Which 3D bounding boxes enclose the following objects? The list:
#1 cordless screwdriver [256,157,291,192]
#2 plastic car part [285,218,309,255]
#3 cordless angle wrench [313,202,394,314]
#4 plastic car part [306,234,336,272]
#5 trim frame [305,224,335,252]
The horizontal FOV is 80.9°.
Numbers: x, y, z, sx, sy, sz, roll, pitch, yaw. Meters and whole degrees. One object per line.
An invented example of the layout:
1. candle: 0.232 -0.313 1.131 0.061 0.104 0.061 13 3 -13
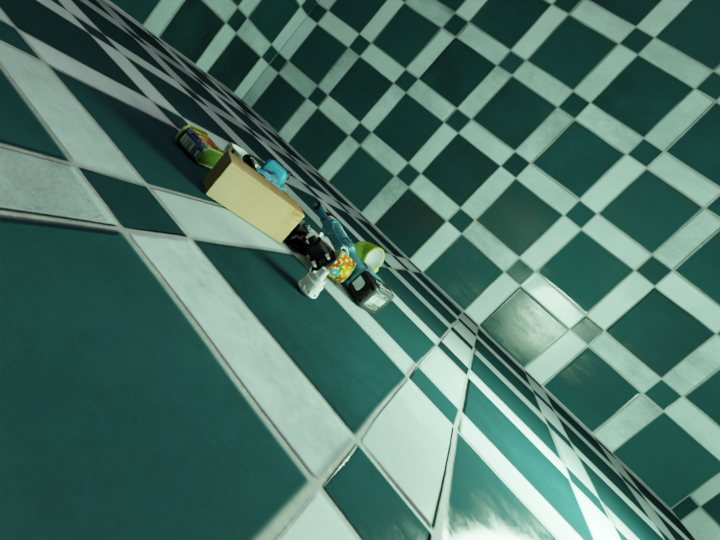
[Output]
1. cordless screwdriver: -0.310 -0.319 1.387 0.155 0.075 0.254 39 15 -16
2. plastic car part: -0.183 -0.125 1.099 0.063 0.067 0.214 24 18 -41
3. cordless angle wrench: -0.046 -0.063 1.184 0.092 0.075 0.445 34 18 -45
4. plastic car part: -0.102 -0.049 1.012 0.069 0.066 0.119 61 4 -16
5. trim frame: -0.120 -0.078 1.226 0.186 0.027 0.245 41 12 3
